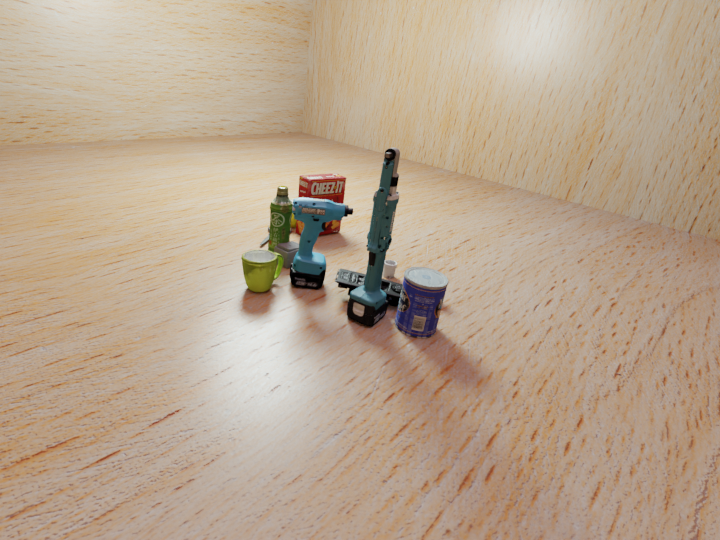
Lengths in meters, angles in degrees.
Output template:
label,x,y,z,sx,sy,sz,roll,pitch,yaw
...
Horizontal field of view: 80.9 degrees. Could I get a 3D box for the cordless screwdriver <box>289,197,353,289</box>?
label,x,y,z,sx,sy,sz,roll,pitch,yaw
cordless screwdriver,-0.112,-0.073,1.146,0.158,0.244,0.076,6,24,-5

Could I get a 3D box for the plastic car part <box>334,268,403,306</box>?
label,x,y,z,sx,sy,sz,roll,pitch,yaw
plastic car part,0.032,0.053,1.123,0.206,0.066,0.067,10,24,7

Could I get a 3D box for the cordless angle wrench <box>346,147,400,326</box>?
label,x,y,z,sx,sy,sz,roll,pitch,yaw
cordless angle wrench,0.043,-0.073,0.980,0.078,0.415,0.095,21,26,26
